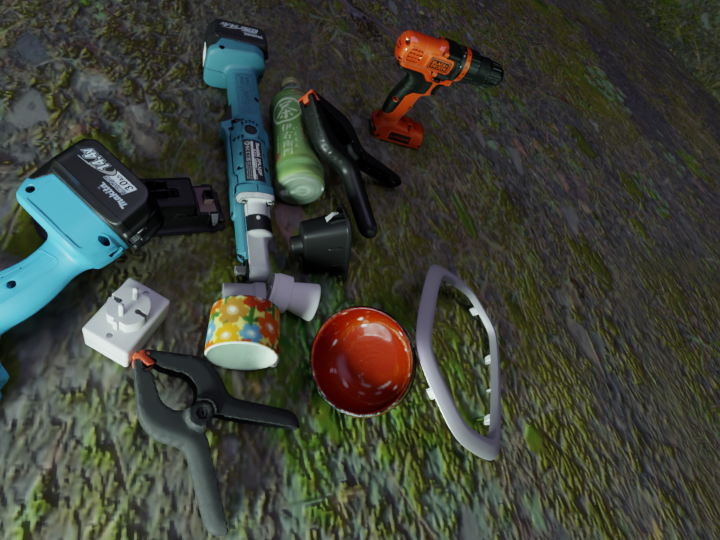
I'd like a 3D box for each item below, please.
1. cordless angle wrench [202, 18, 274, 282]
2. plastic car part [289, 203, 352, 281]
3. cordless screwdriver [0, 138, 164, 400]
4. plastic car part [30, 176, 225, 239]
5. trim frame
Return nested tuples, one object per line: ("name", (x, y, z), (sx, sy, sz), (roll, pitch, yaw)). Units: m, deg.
("cordless angle wrench", (-0.160, -0.177, 0.583), (0.094, 0.075, 0.437), (1, 60, -26))
("plastic car part", (-0.050, -0.033, 0.514), (0.070, 0.113, 0.068), (-12, 65, -7))
("cordless screwdriver", (-0.305, -0.010, 0.363), (0.160, 0.074, 0.248), (36, 71, 1))
("plastic car part", (-0.253, -0.072, 0.474), (0.196, 0.068, 0.068), (-11, 73, -27))
("trim frame", (0.124, 0.097, 0.510), (0.179, 0.028, 0.250), (47, 32, -16))
